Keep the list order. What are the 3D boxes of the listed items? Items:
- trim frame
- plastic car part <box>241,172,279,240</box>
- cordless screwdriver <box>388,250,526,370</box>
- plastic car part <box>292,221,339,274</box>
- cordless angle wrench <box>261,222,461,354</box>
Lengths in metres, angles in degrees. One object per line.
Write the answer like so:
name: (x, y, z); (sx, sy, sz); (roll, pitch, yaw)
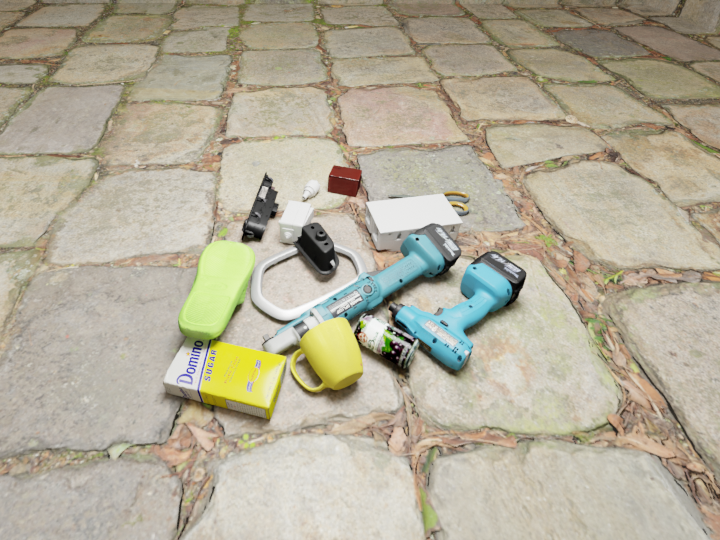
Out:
trim frame: (-0.103, 0.014, 0.850); (0.242, 0.027, 0.194); (-25, 50, -26)
plastic car part: (-0.229, -0.138, 0.979); (0.065, 0.067, 0.207); (27, 42, -15)
cordless screwdriver: (0.182, 0.054, 0.788); (0.167, 0.072, 0.245); (35, 58, 28)
plastic car part: (-0.084, -0.055, 0.857); (0.064, 0.069, 0.123); (-22, 48, -23)
cordless angle wrench: (0.007, 0.043, 0.790); (0.415, 0.073, 0.101); (-30, 73, -23)
